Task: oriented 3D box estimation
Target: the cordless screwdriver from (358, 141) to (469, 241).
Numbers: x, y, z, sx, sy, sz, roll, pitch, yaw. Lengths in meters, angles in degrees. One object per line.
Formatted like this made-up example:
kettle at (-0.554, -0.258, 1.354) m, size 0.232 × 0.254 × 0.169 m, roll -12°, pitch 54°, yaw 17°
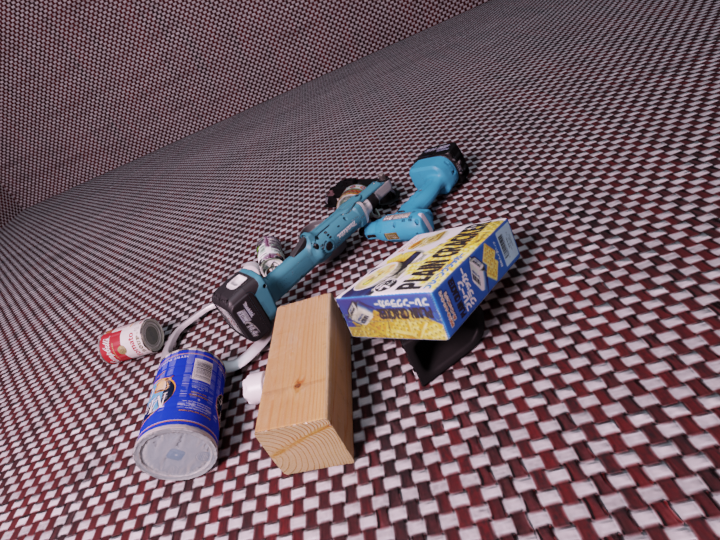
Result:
cordless screwdriver at (0.107, -0.149, 0.848) m, size 0.167 × 0.071 × 0.248 m, roll -3°, pitch 43°, yaw 45°

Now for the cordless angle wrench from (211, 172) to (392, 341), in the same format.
cordless angle wrench at (-0.076, -0.049, 0.773) m, size 0.078 × 0.094 × 0.418 m, roll 15°, pitch 50°, yaw 46°

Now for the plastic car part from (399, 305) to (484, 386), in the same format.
plastic car part at (0.099, 0.083, 0.556) m, size 0.115 × 0.064 × 0.074 m, roll -32°, pitch 19°, yaw -16°

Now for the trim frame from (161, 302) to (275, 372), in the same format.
trim frame at (-0.258, 0.118, 0.768) m, size 0.259 × 0.026 × 0.184 m, roll -2°, pitch 40°, yaw 29°

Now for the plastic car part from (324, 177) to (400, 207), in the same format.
plastic car part at (0.000, -0.184, 0.978) m, size 0.214 × 0.064 × 0.065 m, roll 11°, pitch 40°, yaw 39°
